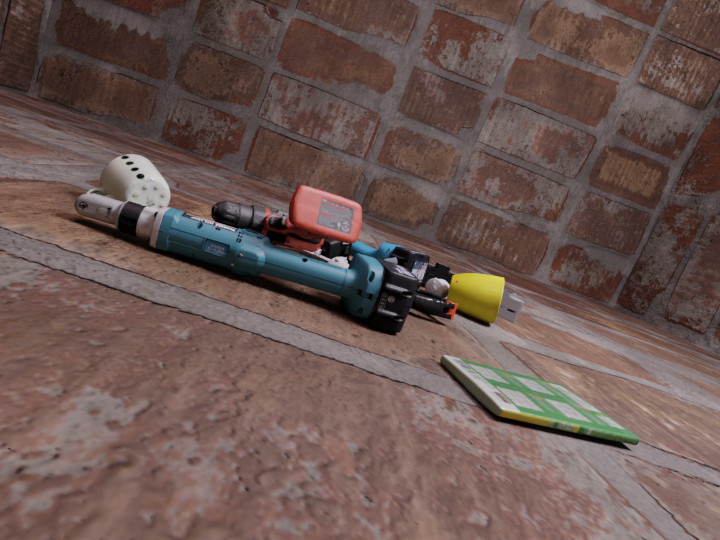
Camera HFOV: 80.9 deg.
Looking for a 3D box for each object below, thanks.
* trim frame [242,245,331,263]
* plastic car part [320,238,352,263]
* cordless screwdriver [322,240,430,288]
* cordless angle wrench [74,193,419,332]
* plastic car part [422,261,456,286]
[{"bbox_3d":[-0.118,-0.028,0.714,0.235,0.027,0.195,12,14,-45],"label":"trim frame"},{"bbox_3d":[-0.083,-0.055,0.852,0.122,0.065,0.069,22,23,27],"label":"plastic car part"},{"bbox_3d":[0.025,-0.037,0.914,0.262,0.074,0.152,22,9,31],"label":"cordless screwdriver"},{"bbox_3d":[-0.142,-0.023,0.530,0.418,0.074,0.099,17,9,-6],"label":"cordless angle wrench"},{"bbox_3d":[0.159,0.012,0.956,0.202,0.066,0.067,17,17,-3],"label":"plastic car part"}]
